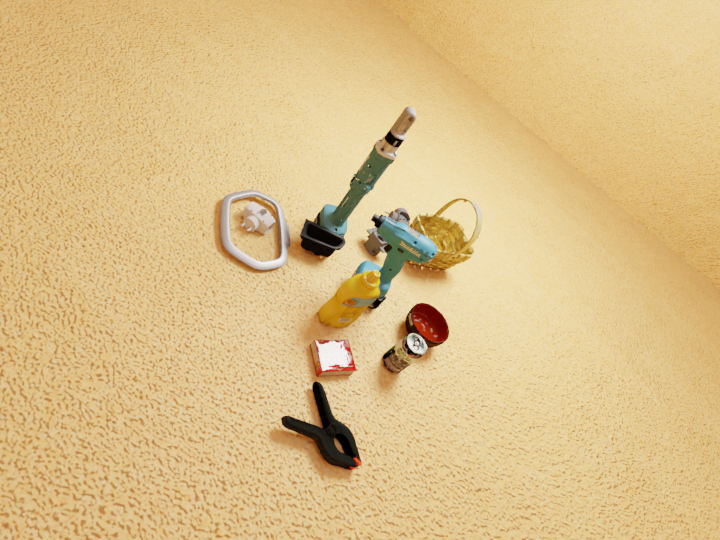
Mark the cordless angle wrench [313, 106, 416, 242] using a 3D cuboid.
[{"bbox_3d":[0.005,-0.211,1.012,0.072,0.425,0.101,18,48,-23],"label":"cordless angle wrench"}]

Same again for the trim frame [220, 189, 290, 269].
[{"bbox_3d":[-0.257,-0.105,1.047,0.176,0.027,0.258,7,50,-27],"label":"trim frame"}]

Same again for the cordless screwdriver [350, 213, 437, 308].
[{"bbox_3d":[0.045,-0.022,1.000,0.158,0.250,0.075,34,43,-6],"label":"cordless screwdriver"}]

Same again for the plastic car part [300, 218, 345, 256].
[{"bbox_3d":[-0.105,-0.069,1.078,0.114,0.071,0.067,26,45,-12],"label":"plastic car part"}]
